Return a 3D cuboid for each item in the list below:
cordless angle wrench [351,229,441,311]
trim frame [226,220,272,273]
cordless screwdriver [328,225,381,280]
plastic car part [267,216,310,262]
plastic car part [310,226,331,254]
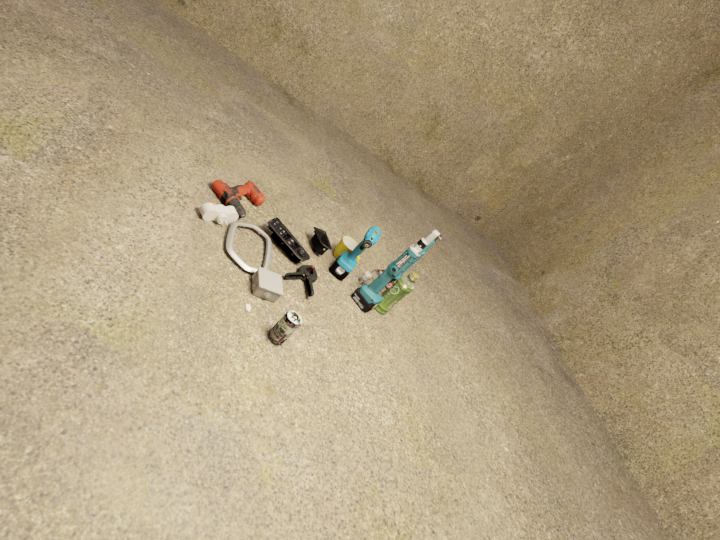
[{"bbox_3d":[0.135,-0.004,1.571,0.101,0.426,0.071,53,29,15],"label":"cordless angle wrench"},{"bbox_3d":[-0.378,-0.081,1.457,0.176,0.028,0.257,27,31,-26],"label":"trim frame"},{"bbox_3d":[-0.023,-0.060,1.638,0.074,0.251,0.159,42,28,-6],"label":"cordless screwdriver"},{"bbox_3d":[-0.275,-0.101,1.573,0.205,0.067,0.065,45,28,5],"label":"plastic car part"},{"bbox_3d":[-0.168,-0.110,1.716,0.062,0.071,0.122,20,35,-37],"label":"plastic car part"}]
